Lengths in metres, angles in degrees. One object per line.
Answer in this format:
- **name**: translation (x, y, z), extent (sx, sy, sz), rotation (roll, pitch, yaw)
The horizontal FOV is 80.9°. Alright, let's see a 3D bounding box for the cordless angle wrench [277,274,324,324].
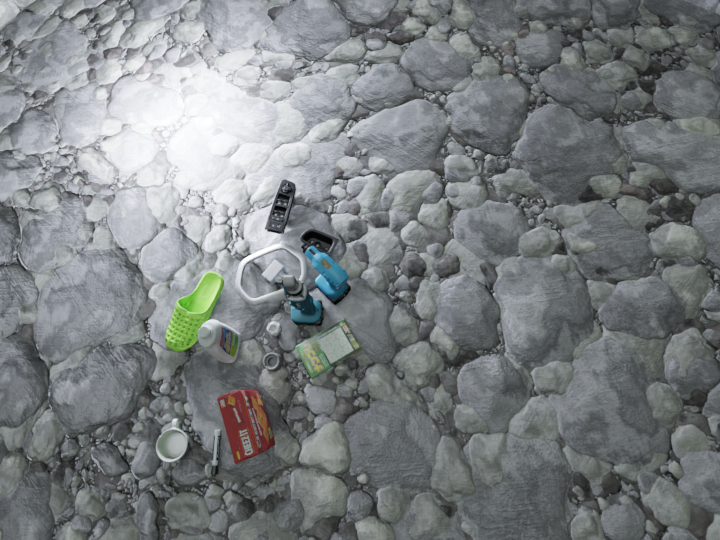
- **cordless angle wrench**: translation (-0.161, 0.080, 1.141), extent (0.098, 0.413, 0.076), rotation (1, 73, 0)

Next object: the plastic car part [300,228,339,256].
- **plastic car part**: translation (-0.135, -0.088, 1.380), extent (0.119, 0.069, 0.066), rotation (25, 75, 11)

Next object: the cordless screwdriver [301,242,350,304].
- **cordless screwdriver**: translation (-0.103, 0.009, 1.251), extent (0.164, 0.243, 0.074), rotation (43, 78, 13)

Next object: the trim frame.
- **trim frame**: translation (-0.292, 0.014, 1.380), extent (0.247, 0.027, 0.190), rotation (-24, 70, -4)

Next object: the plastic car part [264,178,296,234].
- **plastic car part**: translation (-0.265, -0.213, 1.437), extent (0.067, 0.065, 0.205), rotation (10, 72, 6)
